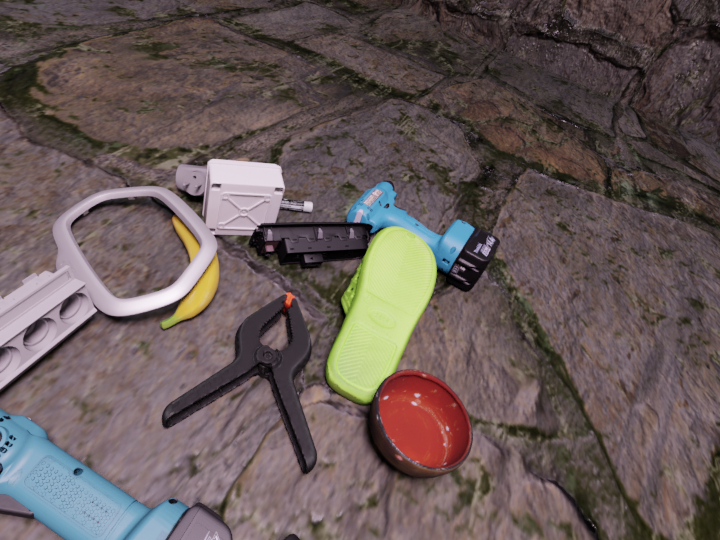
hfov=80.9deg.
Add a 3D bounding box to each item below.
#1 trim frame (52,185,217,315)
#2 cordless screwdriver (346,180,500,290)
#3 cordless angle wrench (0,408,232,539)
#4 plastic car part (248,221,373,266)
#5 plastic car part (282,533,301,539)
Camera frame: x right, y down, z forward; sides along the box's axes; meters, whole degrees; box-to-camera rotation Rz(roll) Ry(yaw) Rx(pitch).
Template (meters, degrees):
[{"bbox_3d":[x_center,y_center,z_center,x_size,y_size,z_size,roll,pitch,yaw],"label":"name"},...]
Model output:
[{"bbox_3d":[-0.303,-0.037,0.561,0.180,0.027,0.260,-33,59,-29],"label":"trim frame"},{"bbox_3d":[0.113,-0.079,0.751,0.255,0.073,0.158,27,43,13],"label":"cordless screwdriver"},{"bbox_3d":[-0.307,0.157,0.358,0.431,0.073,0.097,26,43,10],"label":"cordless angle wrench"},{"bbox_3d":[-0.064,-0.042,0.654,0.196,0.066,0.070,-8,61,-28],"label":"plastic car part"},{"bbox_3d":[-0.074,0.267,0.344,0.113,0.064,0.075,-24,44,-34],"label":"plastic car part"}]
